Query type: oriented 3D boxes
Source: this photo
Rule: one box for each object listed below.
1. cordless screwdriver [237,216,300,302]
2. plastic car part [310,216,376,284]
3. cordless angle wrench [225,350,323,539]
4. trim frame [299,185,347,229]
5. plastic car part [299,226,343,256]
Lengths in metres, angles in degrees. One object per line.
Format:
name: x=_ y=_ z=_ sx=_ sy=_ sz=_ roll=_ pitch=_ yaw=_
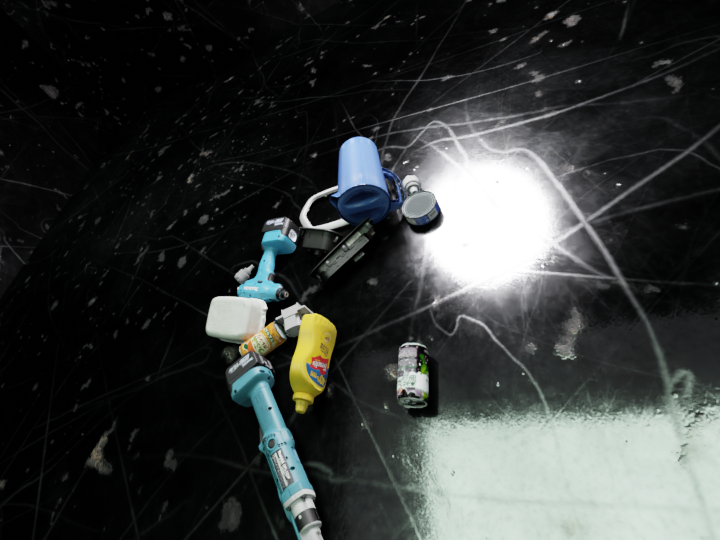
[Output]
cordless screwdriver: x=-0.229 y=-0.026 z=1.155 sx=0.166 sy=0.070 sz=0.252 roll=-2 pitch=59 yaw=33
plastic car part: x=-0.032 y=-0.036 z=1.039 sx=0.203 sy=0.064 sz=0.070 roll=-39 pitch=68 yaw=-1
cordless angle wrench: x=-0.157 y=0.338 z=0.809 sx=0.098 sy=0.070 sz=0.447 roll=-40 pitch=45 yaw=0
trim frame: x=-0.067 y=-0.186 z=1.205 sx=0.256 sy=0.026 sz=0.189 roll=-16 pitch=49 yaw=26
plastic car part: x=-0.110 y=-0.072 z=1.123 sx=0.123 sy=0.062 sz=0.071 roll=11 pitch=77 yaw=36
